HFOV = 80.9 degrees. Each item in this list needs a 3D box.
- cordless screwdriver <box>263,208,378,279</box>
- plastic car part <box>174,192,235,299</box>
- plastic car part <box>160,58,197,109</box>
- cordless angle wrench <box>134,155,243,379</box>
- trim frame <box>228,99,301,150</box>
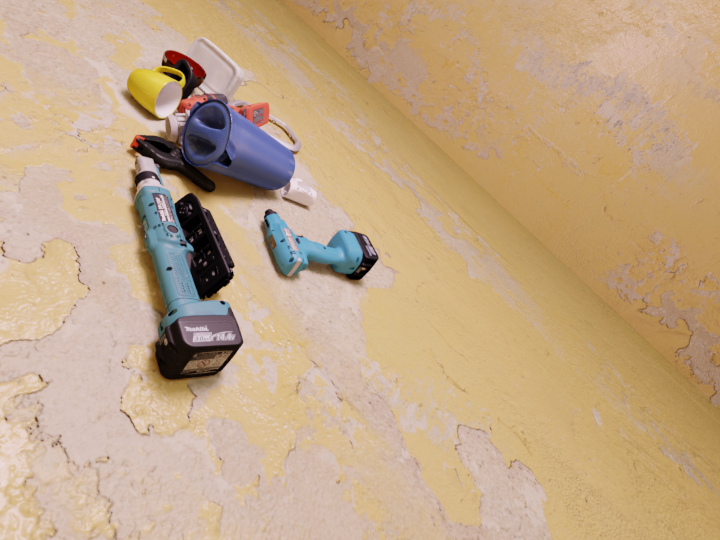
[{"bbox_3d":[-0.088,-0.058,0.904,0.236,0.074,0.167,5,45,-41],"label":"cordless screwdriver"},{"bbox_3d":[-0.256,-0.048,0.701,0.064,0.067,0.212,14,37,-56],"label":"plastic car part"},{"bbox_3d":[-0.426,-0.431,1.000,0.066,0.117,0.070,43,5,2],"label":"plastic car part"},{"bbox_3d":[-0.294,-0.043,0.644,0.093,0.075,0.444,8,40,-46],"label":"cordless angle wrench"},{"bbox_3d":[-0.279,-0.425,1.241,0.236,0.028,0.192,23,32,-32],"label":"trim frame"}]
